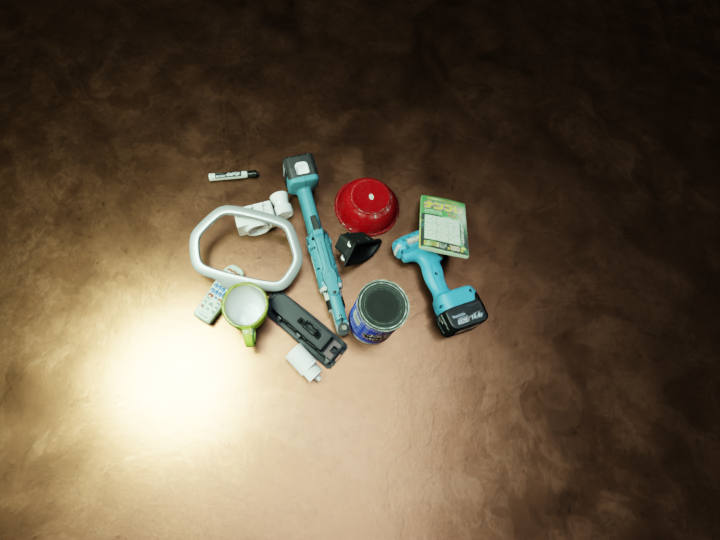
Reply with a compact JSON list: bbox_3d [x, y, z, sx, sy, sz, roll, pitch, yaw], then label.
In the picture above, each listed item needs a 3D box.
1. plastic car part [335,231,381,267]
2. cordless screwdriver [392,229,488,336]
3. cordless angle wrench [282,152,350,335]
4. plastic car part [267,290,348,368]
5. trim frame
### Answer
[{"bbox_3d":[-0.013,-0.060,0.958,0.074,0.065,0.112,38,30,22],"label":"plastic car part"},{"bbox_3d":[0.195,0.011,0.945,0.157,0.073,0.258,-22,67,-12],"label":"cordless screwdriver"},{"bbox_3d":[-0.093,-0.061,0.955,0.073,0.097,0.433,-13,73,-11],"label":"cordless angle wrench"},{"bbox_3d":[-0.122,0.116,0.891,0.209,0.065,0.066,38,77,14],"label":"plastic car part"},{"bbox_3d":[-0.248,-0.045,0.922,0.246,0.027,0.186,13,76,-6],"label":"trim frame"}]
